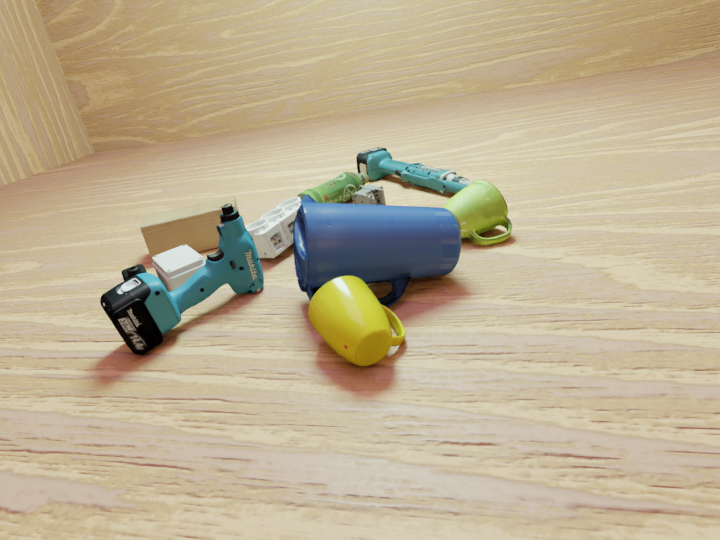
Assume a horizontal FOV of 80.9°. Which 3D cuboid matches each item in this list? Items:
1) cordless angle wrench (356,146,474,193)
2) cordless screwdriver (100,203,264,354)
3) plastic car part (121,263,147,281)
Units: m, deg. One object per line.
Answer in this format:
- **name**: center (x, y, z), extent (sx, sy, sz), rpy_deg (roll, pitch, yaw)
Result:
- **cordless angle wrench**: center (0.144, -0.247, 1.086), extent (0.095, 0.072, 0.447), rpy_deg (-24, 32, -25)
- **cordless screwdriver**: center (-0.273, 0.006, 0.663), extent (0.243, 0.154, 0.079), rpy_deg (-31, 33, -32)
- **plastic car part**: center (-0.404, 0.024, 0.770), extent (0.064, 0.069, 0.123), rpy_deg (-25, 27, -26)
